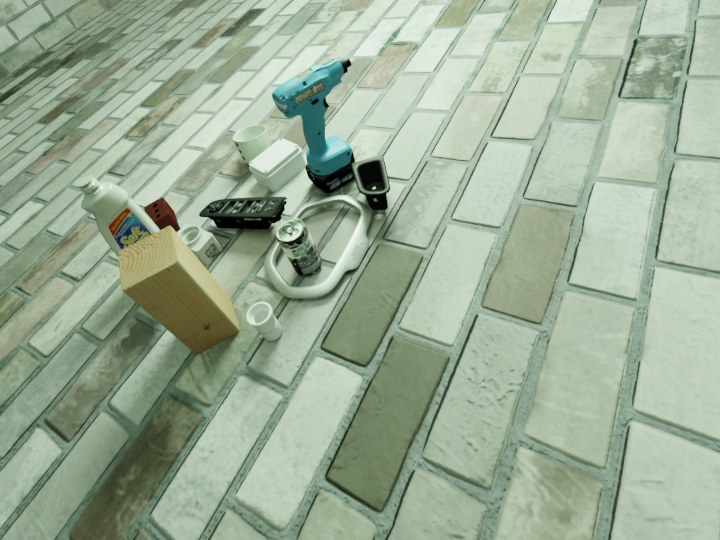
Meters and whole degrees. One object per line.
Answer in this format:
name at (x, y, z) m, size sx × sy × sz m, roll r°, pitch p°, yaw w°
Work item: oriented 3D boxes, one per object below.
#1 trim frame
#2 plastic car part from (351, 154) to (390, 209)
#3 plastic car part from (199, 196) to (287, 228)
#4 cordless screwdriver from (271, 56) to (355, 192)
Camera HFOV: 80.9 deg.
trim frame at (-0.078, -0.051, 0.799) m, size 0.193 × 0.026 × 0.249 m, roll 12°, pitch 58°, yaw 27°
plastic car part at (0.027, -0.159, 0.820) m, size 0.067 × 0.067 × 0.121 m, roll -15°, pitch 49°, yaw 6°
plastic car part at (-0.244, -0.118, 0.888) m, size 0.211 × 0.064 × 0.067 m, roll 6°, pitch 55°, yaw 24°
cordless screwdriver at (-0.064, -0.285, 0.841) m, size 0.158 × 0.237 × 0.078 m, roll -34°, pitch 50°, yaw -11°
